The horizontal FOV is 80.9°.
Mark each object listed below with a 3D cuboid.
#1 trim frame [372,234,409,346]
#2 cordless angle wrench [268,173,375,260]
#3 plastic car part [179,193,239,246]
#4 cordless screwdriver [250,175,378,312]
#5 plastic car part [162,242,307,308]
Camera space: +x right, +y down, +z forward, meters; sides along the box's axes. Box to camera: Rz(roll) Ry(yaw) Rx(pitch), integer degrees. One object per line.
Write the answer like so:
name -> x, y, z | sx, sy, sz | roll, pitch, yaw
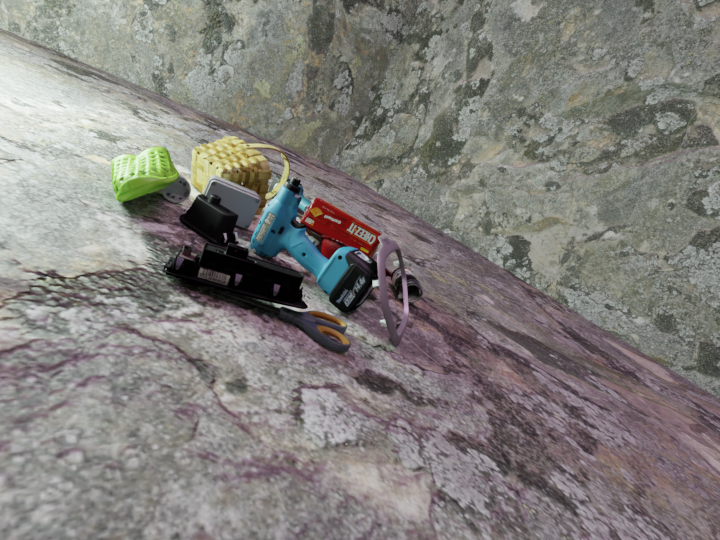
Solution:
trim frame -> 0.057, 0.028, 0.746 | 0.028, 0.183, 0.243 | -7, 7, 17
cordless angle wrench -> -0.109, -0.146, 1.204 | 0.446, 0.074, 0.093 | 40, 19, 34
plastic car part -> -0.271, -0.101, 0.771 | 0.120, 0.071, 0.064 | 34, 14, 13
cordless screwdriver -> -0.074, -0.049, 0.762 | 0.257, 0.159, 0.072 | 34, 16, 17
plastic car part -> -0.165, 0.002, 0.598 | 0.198, 0.067, 0.068 | 21, 1, -14
